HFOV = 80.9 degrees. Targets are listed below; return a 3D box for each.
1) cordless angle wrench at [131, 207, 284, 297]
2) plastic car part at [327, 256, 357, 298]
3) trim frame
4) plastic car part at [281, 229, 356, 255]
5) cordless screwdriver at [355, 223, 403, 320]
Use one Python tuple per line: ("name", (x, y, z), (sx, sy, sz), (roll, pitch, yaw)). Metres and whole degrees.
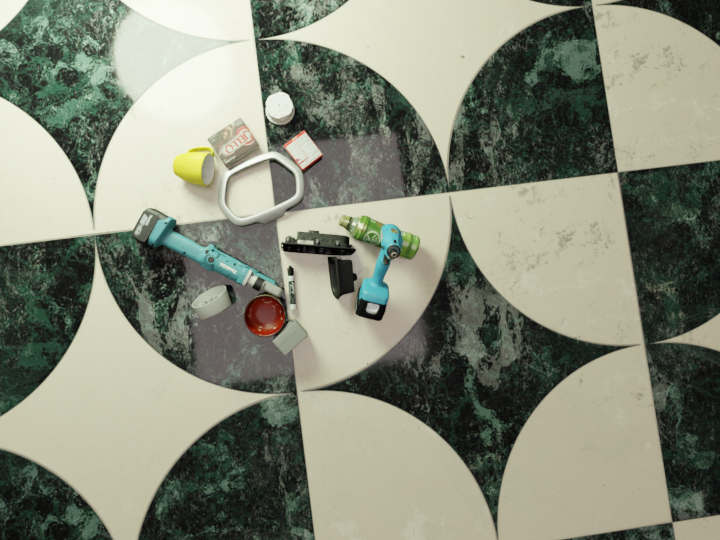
("cordless angle wrench", (-0.400, -0.032, 1.142), (0.420, 0.075, 0.098), (28, 87, -3))
("plastic car part", (-0.045, 0.015, 1.161), (0.069, 0.068, 0.116), (-10, 92, -19))
("trim frame", (-0.277, -0.223, 1.173), (0.247, 0.027, 0.185), (-24, 87, -3))
("plastic car part", (-0.114, -0.074, 1.162), (0.203, 0.065, 0.068), (8, 63, -1))
("cordless screwdriver", (0.052, 0.016, 1.077), (0.074, 0.162, 0.245), (14, 114, -5))
